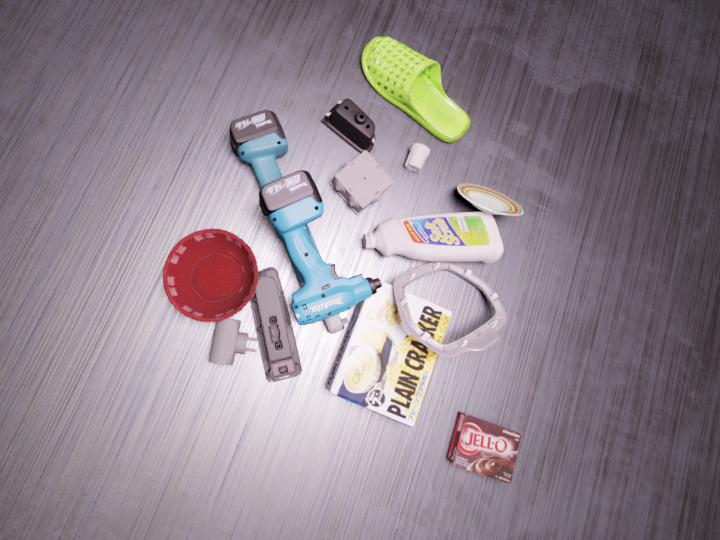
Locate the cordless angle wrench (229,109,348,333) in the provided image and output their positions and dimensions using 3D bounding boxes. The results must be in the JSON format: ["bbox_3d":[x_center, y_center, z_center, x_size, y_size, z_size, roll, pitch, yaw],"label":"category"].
[{"bbox_3d":[-0.126,-0.083,0.780,0.097,0.075,0.425,-22,87,-12],"label":"cordless angle wrench"}]

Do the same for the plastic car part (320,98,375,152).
[{"bbox_3d":[-0.011,-0.291,0.828,0.117,0.071,0.066,41,79,2],"label":"plastic car part"}]

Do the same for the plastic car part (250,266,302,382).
[{"bbox_3d":[-0.157,0.093,0.750,0.066,0.066,0.206,-13,80,-5],"label":"plastic car part"}]

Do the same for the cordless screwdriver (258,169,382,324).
[{"bbox_3d":[-0.070,-0.046,0.718,0.157,0.075,0.248,-19,93,-9],"label":"cordless screwdriver"}]

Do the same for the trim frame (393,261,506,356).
[{"bbox_3d":[0.164,0.060,0.755,0.239,0.027,0.192,-17,59,-39],"label":"trim frame"}]
